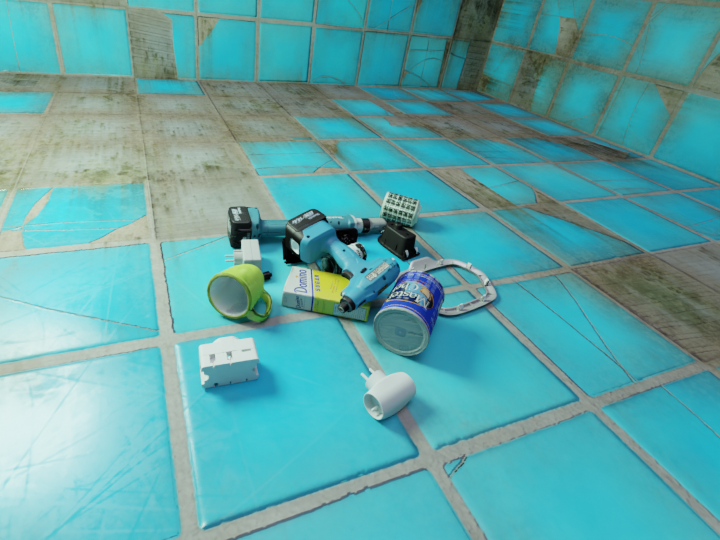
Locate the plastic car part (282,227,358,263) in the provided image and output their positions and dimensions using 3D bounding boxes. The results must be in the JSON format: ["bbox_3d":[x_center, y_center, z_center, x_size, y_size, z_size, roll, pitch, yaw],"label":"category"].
[{"bbox_3d":[-0.100,-0.066,1.025,0.197,0.065,0.070,-11,13,-24],"label":"plastic car part"}]

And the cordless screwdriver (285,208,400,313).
[{"bbox_3d":[-0.061,-0.020,0.867,0.261,0.072,0.156,34,52,27],"label":"cordless screwdriver"}]

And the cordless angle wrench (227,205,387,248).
[{"bbox_3d":[-0.122,-0.114,1.081,0.410,0.073,0.103,-3,36,-20],"label":"cordless angle wrench"}]

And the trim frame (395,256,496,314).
[{"bbox_3d":[0.196,0.028,0.970,0.240,0.027,0.195,-16,40,-29],"label":"trim frame"}]

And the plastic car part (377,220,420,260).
[{"bbox_3d":[0.096,-0.087,1.080,0.064,0.069,0.123,-17,44,-37],"label":"plastic car part"}]
